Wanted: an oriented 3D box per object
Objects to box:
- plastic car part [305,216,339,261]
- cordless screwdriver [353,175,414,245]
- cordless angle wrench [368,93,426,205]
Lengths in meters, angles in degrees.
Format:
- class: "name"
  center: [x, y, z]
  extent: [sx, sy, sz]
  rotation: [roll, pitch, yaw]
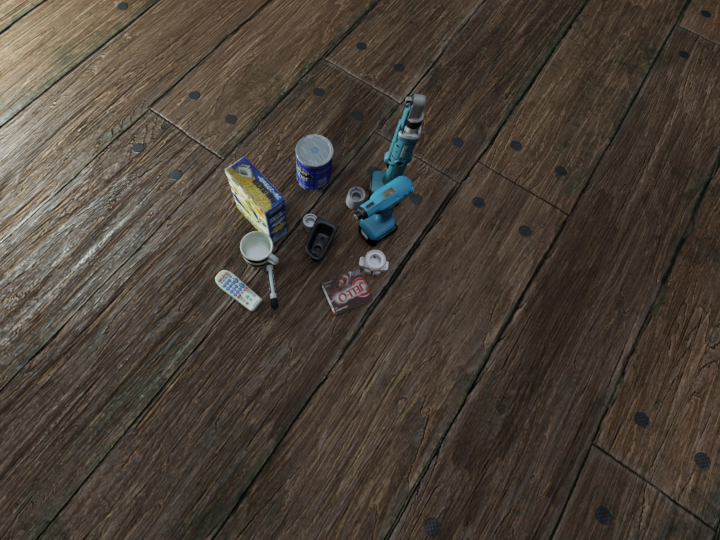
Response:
- class: "plastic car part"
  center: [-0.113, -0.074, 1.151]
  extent: [0.067, 0.070, 0.117]
  rotation: [22, 70, 3]
- class: "cordless screwdriver"
  center: [0.040, -0.136, 1.086]
  extent: [0.157, 0.245, 0.076]
  rotation: [-34, 79, -15]
- class: "cordless angle wrench"
  center: [0.097, -0.288, 1.054]
  extent: [0.098, 0.417, 0.075]
  rotation: [9, 71, -4]
